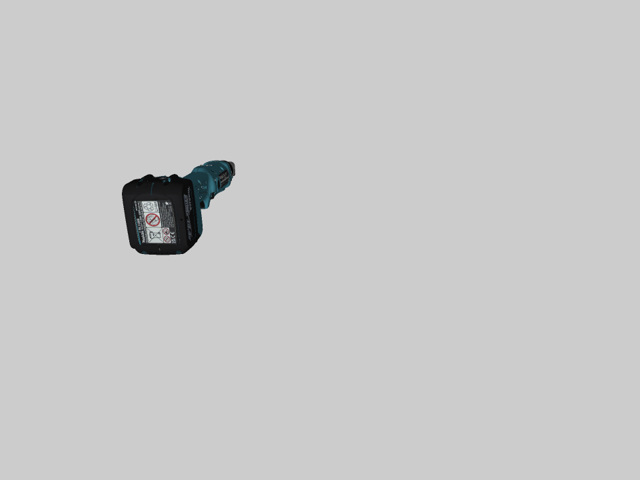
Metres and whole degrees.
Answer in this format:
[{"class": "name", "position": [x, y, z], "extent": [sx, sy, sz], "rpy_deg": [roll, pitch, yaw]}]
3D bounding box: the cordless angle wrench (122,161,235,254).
[{"class": "cordless angle wrench", "position": [-0.196, -0.090, 0.705], "extent": [0.074, 0.098, 0.422], "rpy_deg": [0, 18, 1]}]
